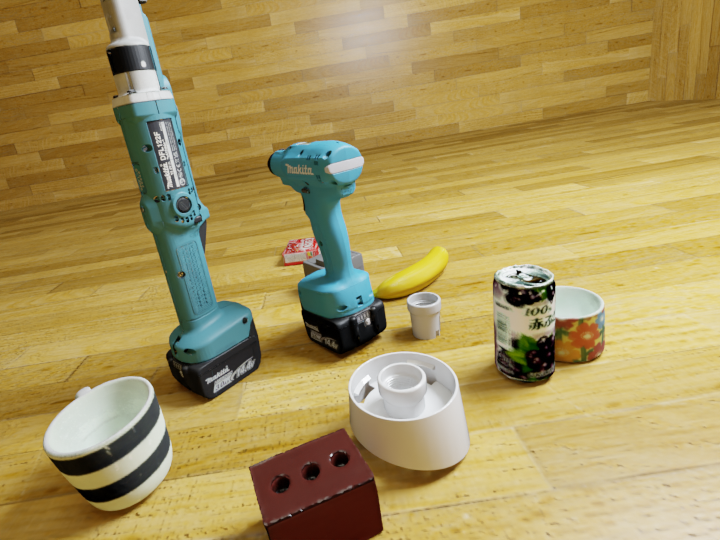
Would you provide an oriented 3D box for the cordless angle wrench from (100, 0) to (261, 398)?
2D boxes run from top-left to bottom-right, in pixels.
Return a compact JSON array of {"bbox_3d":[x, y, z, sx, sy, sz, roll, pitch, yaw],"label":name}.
[{"bbox_3d":[-0.197,-0.069,0.446,0.078,0.413,0.095,8,24,40],"label":"cordless angle wrench"}]

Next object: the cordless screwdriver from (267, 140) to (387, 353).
[{"bbox_3d":[-0.051,-0.034,0.525,0.072,0.243,0.168,-21,23,-33],"label":"cordless screwdriver"}]
